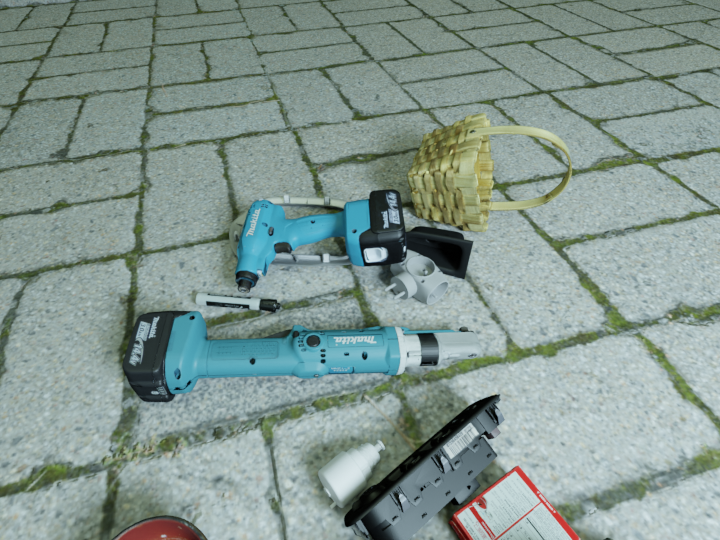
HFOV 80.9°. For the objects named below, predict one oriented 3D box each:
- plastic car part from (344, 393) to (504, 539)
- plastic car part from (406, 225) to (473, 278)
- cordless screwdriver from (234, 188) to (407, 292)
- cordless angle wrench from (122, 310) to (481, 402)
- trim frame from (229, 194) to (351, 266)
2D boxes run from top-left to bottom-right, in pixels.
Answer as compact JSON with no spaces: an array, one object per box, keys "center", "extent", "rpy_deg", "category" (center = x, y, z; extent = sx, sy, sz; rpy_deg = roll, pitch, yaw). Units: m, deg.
[{"center":[0.072,0.205,0.424],"extent":[0.198,0.066,0.069],"rpy_deg":[-25,77,-23],"category":"plastic car part"},{"center":[0.115,-0.042,0.664],"extent":[0.121,0.064,0.070],"rpy_deg":[16,33,20],"category":"plastic car part"},{"center":[-0.060,-0.039,0.614],"extent":[0.254,0.071,0.163],"rpy_deg":[-2,52,12],"category":"cordless screwdriver"},{"center":[-0.060,0.100,0.522],"extent":[0.421,0.072,0.101],"rpy_deg":[-1,46,-3],"category":"cordless angle wrench"},{"center":[-0.099,-0.070,0.714],"extent":[0.250,0.027,0.189],"rpy_deg":[4,47,3],"category":"trim frame"}]
